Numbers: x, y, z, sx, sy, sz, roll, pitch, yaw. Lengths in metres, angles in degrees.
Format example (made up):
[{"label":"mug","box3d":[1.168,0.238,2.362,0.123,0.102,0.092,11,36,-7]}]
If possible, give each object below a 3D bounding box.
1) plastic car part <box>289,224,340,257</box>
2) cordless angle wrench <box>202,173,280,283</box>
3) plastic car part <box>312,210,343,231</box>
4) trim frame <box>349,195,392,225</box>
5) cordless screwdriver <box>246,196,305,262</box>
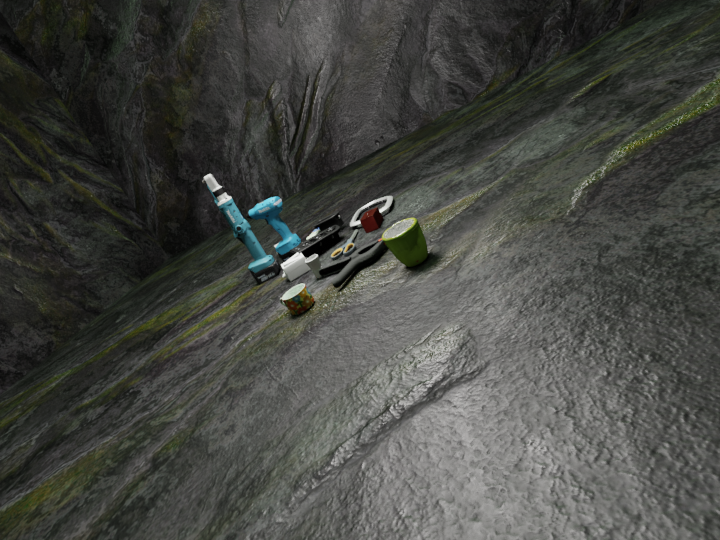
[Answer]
[{"label":"plastic car part","box3d":[-0.145,-0.095,1.479,0.200,0.065,0.069,-38,19,-21]},{"label":"cordless angle wrench","box3d":[-0.426,-0.152,1.496,0.099,0.412,0.075,-26,15,10]},{"label":"plastic car part","box3d":[-0.115,-0.176,1.629,0.120,0.069,0.066,-19,20,29]},{"label":"trim frame","box3d":[0.038,-0.223,1.592,0.188,0.027,0.251,-23,21,18]},{"label":"cordless screwdriver","box3d":[-0.310,-0.141,1.557,0.164,0.242,0.074,-18,19,33]}]
